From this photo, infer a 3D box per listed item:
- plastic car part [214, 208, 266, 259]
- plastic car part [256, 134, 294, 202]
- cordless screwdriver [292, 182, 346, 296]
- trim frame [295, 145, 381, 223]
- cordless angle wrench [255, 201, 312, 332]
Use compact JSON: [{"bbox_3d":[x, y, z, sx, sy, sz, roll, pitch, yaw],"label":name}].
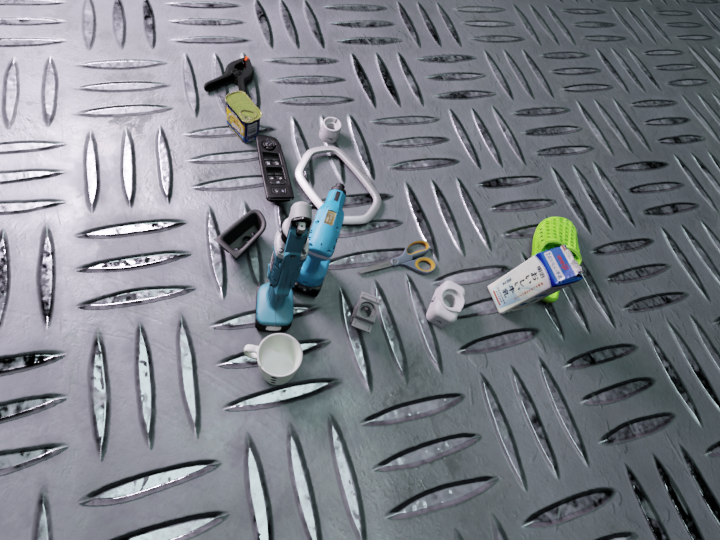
[{"bbox_3d":[-0.254,-0.072,0.926,0.067,0.070,0.115,39,62,6],"label":"plastic car part"},{"bbox_3d":[-0.213,-0.242,1.024,0.065,0.066,0.209,-7,65,-18],"label":"plastic car part"},{"bbox_3d":[-0.083,-0.055,0.853,0.074,0.247,0.161,20,62,-7],"label":"cordless screwdriver"},{"bbox_3d":[-0.055,-0.216,1.067,0.181,0.027,0.255,-33,74,-25],"label":"trim frame"},{"bbox_3d":[-0.130,0.004,0.714,0.073,0.421,0.100,4,65,-15],"label":"cordless angle wrench"}]
